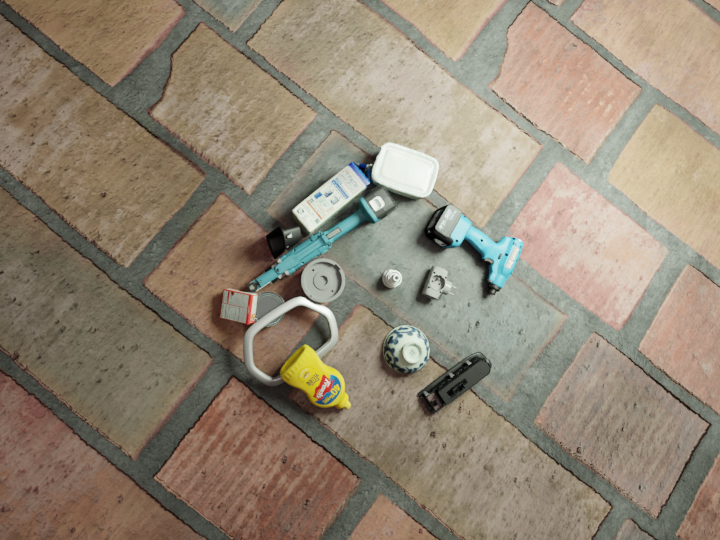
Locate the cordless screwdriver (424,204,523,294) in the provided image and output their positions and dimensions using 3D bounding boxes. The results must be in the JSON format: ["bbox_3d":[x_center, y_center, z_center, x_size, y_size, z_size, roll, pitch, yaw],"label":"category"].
[{"bbox_3d":[0.287,-0.055,1.095,0.246,0.075,0.159,28,82,-5],"label":"cordless screwdriver"}]

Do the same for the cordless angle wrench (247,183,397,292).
[{"bbox_3d":[-0.104,-0.068,1.064,0.422,0.098,0.074,-34,90,-3],"label":"cordless angle wrench"}]

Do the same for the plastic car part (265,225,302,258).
[{"bbox_3d":[-0.181,-0.079,1.049,0.069,0.120,0.066,-20,89,-33],"label":"plastic car part"}]

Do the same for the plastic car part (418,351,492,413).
[{"bbox_3d":[0.247,0.277,1.058,0.201,0.066,0.067,-35,83,-10],"label":"plastic car part"}]

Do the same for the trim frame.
[{"bbox_3d":[-0.171,0.175,1.034,0.247,0.028,0.180,-35,101,-9],"label":"trim frame"}]
